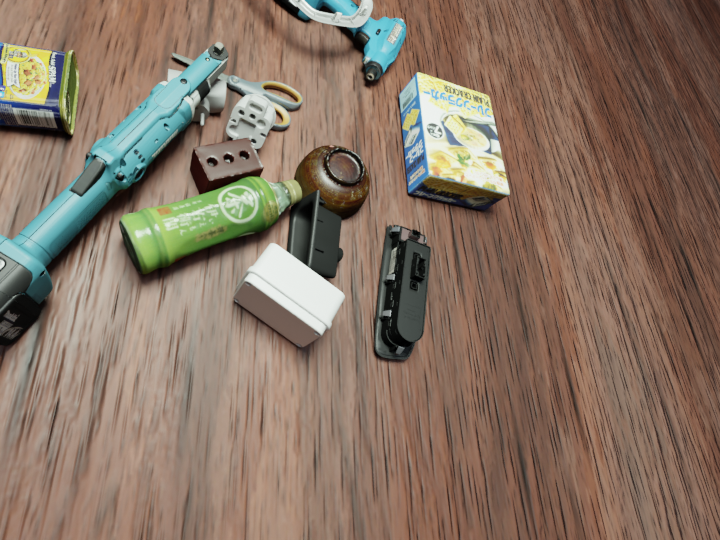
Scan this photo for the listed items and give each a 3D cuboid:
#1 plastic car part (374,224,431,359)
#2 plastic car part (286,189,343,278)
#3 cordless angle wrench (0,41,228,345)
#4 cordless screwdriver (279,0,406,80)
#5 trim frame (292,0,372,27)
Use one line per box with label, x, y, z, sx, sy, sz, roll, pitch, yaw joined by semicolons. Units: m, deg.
plastic car part;0.066;0.023;0.586;0.064;0.069;0.206;23;63;-23
plastic car part;-0.055;-0.036;0.565;0.067;0.068;0.119;15;65;-35
cordless angle wrench;-0.270;-0.122;0.470;0.073;0.099;0.424;32;62;-11
cordless screwdriver;-0.039;-0.448;0.749;0.243;0.075;0.160;31;59;-13
trim frame;-0.079;-0.499;0.691;0.248;0.028;0.182;47;56;-2
